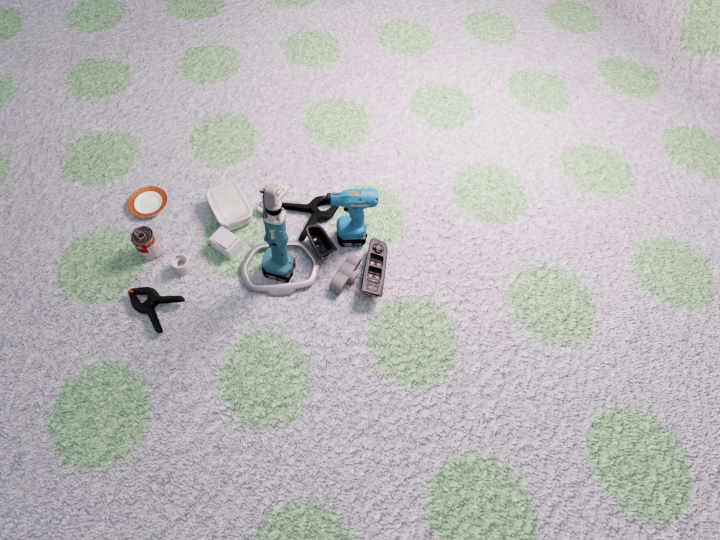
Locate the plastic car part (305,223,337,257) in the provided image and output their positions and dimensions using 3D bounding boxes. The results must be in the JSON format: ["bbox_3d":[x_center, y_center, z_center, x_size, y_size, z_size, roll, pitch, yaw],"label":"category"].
[{"bbox_3d":[-0.131,-0.086,1.341,0.065,0.069,0.121,-24,66,-17],"label":"plastic car part"}]

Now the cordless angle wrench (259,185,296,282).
[{"bbox_3d":[-0.229,-0.092,1.145,0.098,0.414,0.075,15,62,0],"label":"cordless angle wrench"}]

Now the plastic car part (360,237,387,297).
[{"bbox_3d":[0.043,-0.005,1.305,0.067,0.065,0.206,10,61,0],"label":"plastic car part"}]

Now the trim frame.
[{"bbox_3d":[-0.252,-0.010,1.319,0.246,0.027,0.190,-5,62,-5],"label":"trim frame"}]

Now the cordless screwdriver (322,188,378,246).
[{"bbox_3d":[-0.042,-0.162,1.288,0.158,0.244,0.076,0,63,-6],"label":"cordless screwdriver"}]
